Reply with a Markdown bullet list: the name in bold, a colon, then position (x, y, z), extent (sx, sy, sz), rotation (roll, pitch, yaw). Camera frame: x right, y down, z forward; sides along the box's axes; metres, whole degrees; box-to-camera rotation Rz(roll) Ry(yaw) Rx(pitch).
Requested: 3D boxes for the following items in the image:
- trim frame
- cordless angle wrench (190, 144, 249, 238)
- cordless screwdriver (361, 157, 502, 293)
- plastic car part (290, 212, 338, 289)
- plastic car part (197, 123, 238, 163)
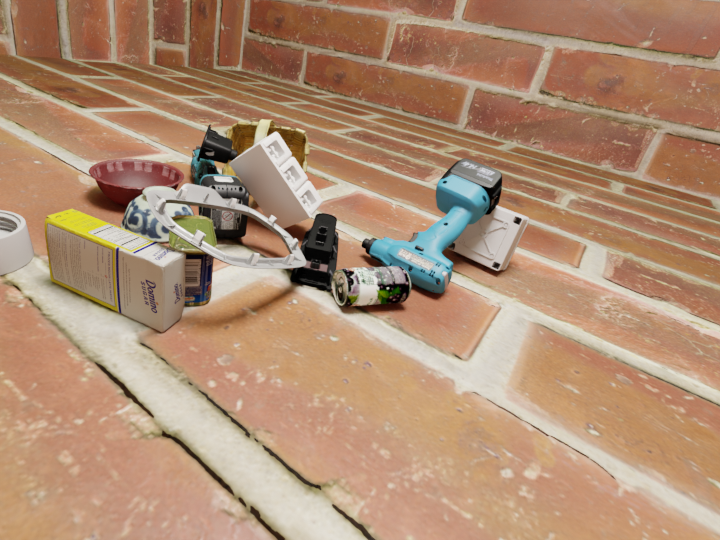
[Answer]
- **trim frame**: position (-0.171, -0.061, 0.575), extent (0.193, 0.027, 0.238), rotation (39, 19, 24)
- **cordless angle wrench**: position (-0.308, -0.184, 0.858), extent (0.072, 0.096, 0.446), rotation (-1, 26, -27)
- **cordless screwdriver**: position (0.127, -0.088, 0.735), extent (0.167, 0.071, 0.248), rotation (27, 67, 29)
- **plastic car part**: position (-0.069, -0.045, 0.707), extent (0.066, 0.065, 0.207), rotation (4, 25, -1)
- **plastic car part**: position (-0.275, -0.235, 0.820), extent (0.068, 0.065, 0.122), rotation (14, 20, -25)
